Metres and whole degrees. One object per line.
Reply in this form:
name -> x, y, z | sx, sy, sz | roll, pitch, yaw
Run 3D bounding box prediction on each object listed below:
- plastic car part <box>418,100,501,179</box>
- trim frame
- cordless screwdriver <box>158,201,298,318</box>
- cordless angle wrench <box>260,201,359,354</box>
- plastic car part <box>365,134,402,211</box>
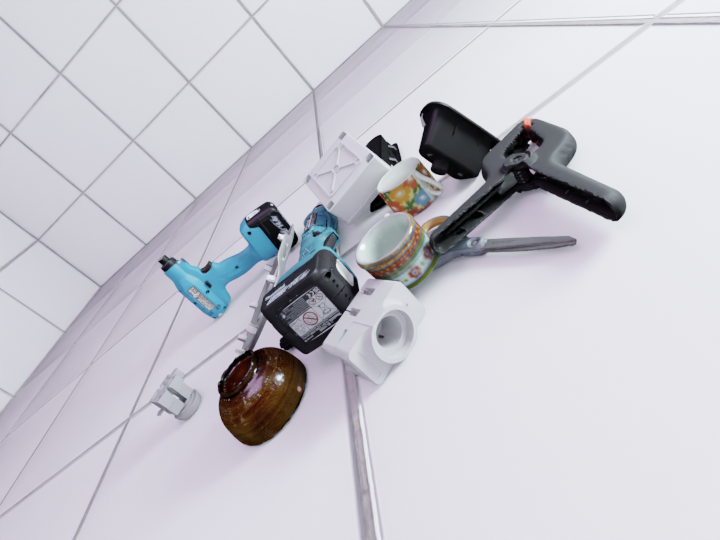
plastic car part -> 0.113, -0.152, 0.532 | 0.069, 0.111, 0.071 | 5, 77, 60
trim frame -> -0.145, 0.028, 0.644 | 0.184, 0.027, 0.254 | -56, 16, 34
cordless screwdriver -> -0.253, -0.037, 0.818 | 0.249, 0.153, 0.077 | -42, 23, 2
cordless angle wrench -> -0.062, -0.041, 0.636 | 0.099, 0.072, 0.432 | -37, 20, 13
plastic car part -> 0.032, -0.181, 0.733 | 0.067, 0.065, 0.207 | -39, 23, 28
